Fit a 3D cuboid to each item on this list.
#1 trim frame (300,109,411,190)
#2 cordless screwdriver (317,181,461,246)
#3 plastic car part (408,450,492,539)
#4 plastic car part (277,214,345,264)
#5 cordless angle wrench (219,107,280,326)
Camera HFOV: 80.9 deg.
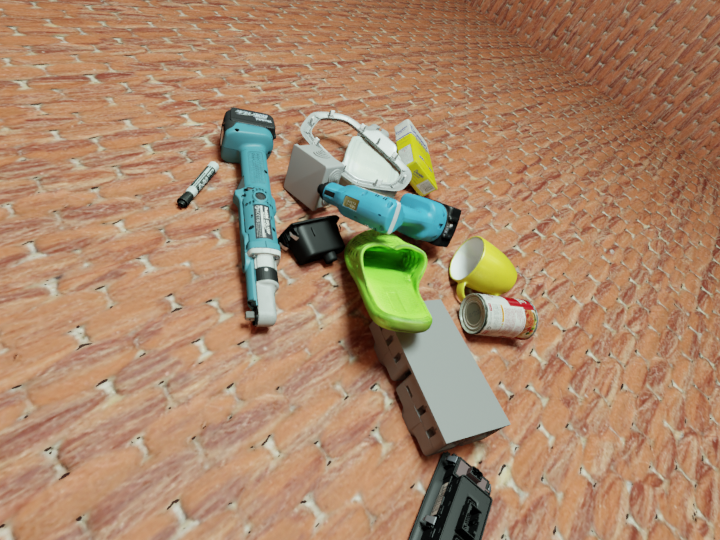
[{"bbox_3d":[-0.007,-0.237,0.817,0.178,0.027,0.258,-25,61,-40],"label":"trim frame"},{"bbox_3d":[0.052,-0.103,0.722,0.168,0.074,0.236,29,17,38],"label":"cordless screwdriver"},{"bbox_3d":[0.094,0.285,0.440,0.067,0.067,0.200,42,47,3],"label":"plastic car part"},{"bbox_3d":[-0.066,-0.043,0.678,0.112,0.067,0.073,-14,73,-39],"label":"plastic car part"},{"bbox_3d":[-0.168,-0.101,0.673,0.094,0.074,0.440,4,50,-24],"label":"cordless angle wrench"}]
